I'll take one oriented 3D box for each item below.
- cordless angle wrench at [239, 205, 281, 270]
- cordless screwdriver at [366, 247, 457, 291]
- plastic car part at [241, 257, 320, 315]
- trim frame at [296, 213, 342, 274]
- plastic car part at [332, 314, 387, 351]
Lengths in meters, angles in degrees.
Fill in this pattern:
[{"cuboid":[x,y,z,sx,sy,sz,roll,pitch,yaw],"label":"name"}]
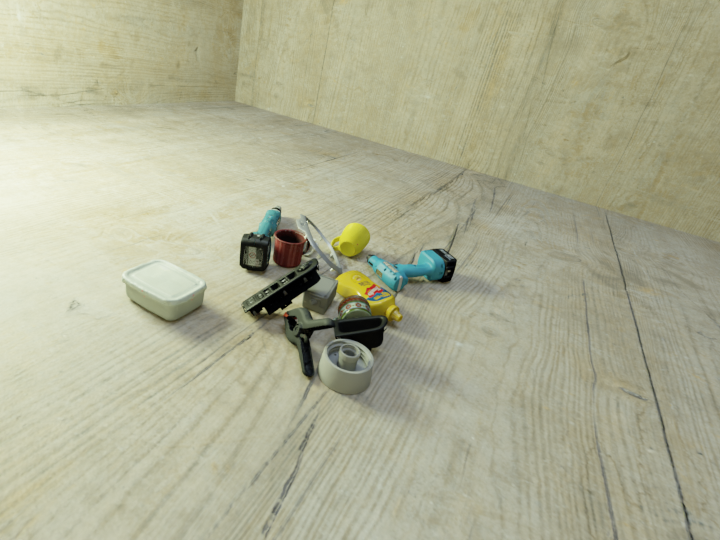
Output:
[{"cuboid":[-0.283,-0.128,1.290,0.074,0.096,0.432,7,24,-5],"label":"cordless angle wrench"},{"cuboid":[0.149,-0.016,1.258,0.240,0.073,0.168,-10,34,-28],"label":"cordless screwdriver"},{"cuboid":[-0.170,0.045,0.964,0.201,0.065,0.068,-38,14,-10],"label":"plastic car part"},{"cuboid":[-0.119,-0.078,1.214,0.175,0.028,0.259,48,10,-32],"label":"trim frame"},{"cuboid":[0.002,0.141,0.900,0.116,0.069,0.068,-5,23,-1],"label":"plastic car part"}]
